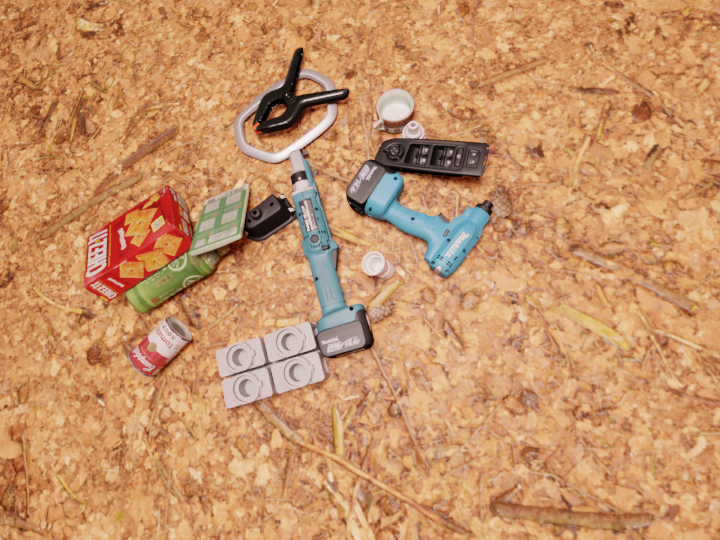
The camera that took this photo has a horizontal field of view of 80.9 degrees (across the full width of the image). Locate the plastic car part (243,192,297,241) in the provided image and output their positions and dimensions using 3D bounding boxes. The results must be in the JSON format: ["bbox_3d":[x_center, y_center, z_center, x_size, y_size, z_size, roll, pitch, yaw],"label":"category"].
[{"bbox_3d":[-0.193,-0.109,0.847,0.116,0.069,0.068,-35,73,-1],"label":"plastic car part"}]

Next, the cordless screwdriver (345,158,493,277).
[{"bbox_3d":[0.105,-0.119,0.782,0.256,0.072,0.159,37,86,14],"label":"cordless screwdriver"}]

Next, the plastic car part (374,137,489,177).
[{"bbox_3d":[0.131,-0.211,0.800,0.210,0.064,0.066,12,87,19],"label":"plastic car part"}]

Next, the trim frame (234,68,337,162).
[{"bbox_3d":[-0.163,-0.339,0.922,0.249,0.026,0.190,-37,72,3],"label":"trim frame"}]

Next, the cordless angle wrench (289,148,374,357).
[{"bbox_3d":[-0.079,-0.052,0.809,0.099,0.072,0.435,-19,71,6],"label":"cordless angle wrench"}]
